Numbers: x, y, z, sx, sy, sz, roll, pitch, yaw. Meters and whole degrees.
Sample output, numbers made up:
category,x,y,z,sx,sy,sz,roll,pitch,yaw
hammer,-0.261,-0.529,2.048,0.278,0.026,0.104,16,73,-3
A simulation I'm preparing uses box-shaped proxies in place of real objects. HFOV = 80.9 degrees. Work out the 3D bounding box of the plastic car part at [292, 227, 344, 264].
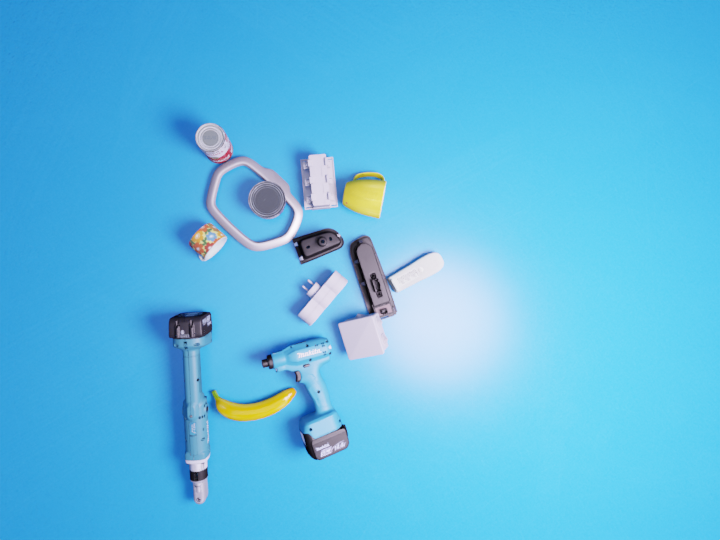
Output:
category,x,y,z,sx,sy,sz,roll,pitch,yaw
plastic car part,-0.097,-0.063,0.988,0.116,0.071,0.066,-20,91,-1

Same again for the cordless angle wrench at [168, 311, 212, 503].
category,x,y,z,sx,sy,sz,roll,pitch,yaw
cordless angle wrench,-0.370,0.309,0.949,0.074,0.098,0.423,-3,90,-2

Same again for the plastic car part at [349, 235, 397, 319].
category,x,y,z,sx,sy,sz,roll,pitch,yaw
plastic car part,0.026,0.018,0.992,0.066,0.066,0.205,-19,85,2

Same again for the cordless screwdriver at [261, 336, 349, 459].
category,x,y,z,sx,sy,sz,roll,pitch,yaw
cordless screwdriver,-0.123,0.288,0.950,0.156,0.075,0.251,-12,84,-17

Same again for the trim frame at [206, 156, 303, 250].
category,x,y,z,sx,sy,sz,roll,pitch,yaw
trim frame,-0.254,-0.159,1.012,0.250,0.027,0.184,42,87,3
